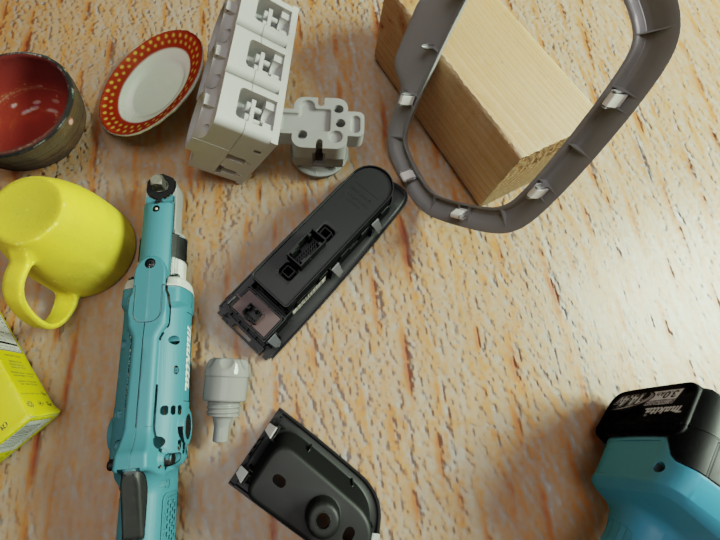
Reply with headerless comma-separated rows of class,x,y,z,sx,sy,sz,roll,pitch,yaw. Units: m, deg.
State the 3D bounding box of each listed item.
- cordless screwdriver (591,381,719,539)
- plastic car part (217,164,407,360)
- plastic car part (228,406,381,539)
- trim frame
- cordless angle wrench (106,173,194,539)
cordless screwdriver,0.174,0.186,0.244,0.076,0.157,0.247,39,72,7
plastic car part,-0.036,-0.023,0.367,0.068,0.065,0.201,38,71,16
plastic car part,-0.033,0.160,0.295,0.119,0.069,0.066,32,74,11
trim frame,0.098,-0.138,0.322,0.026,0.246,0.192,-17,59,-35
cordless angle wrench,-0.152,0.117,0.305,0.074,0.096,0.434,-5,67,-6
